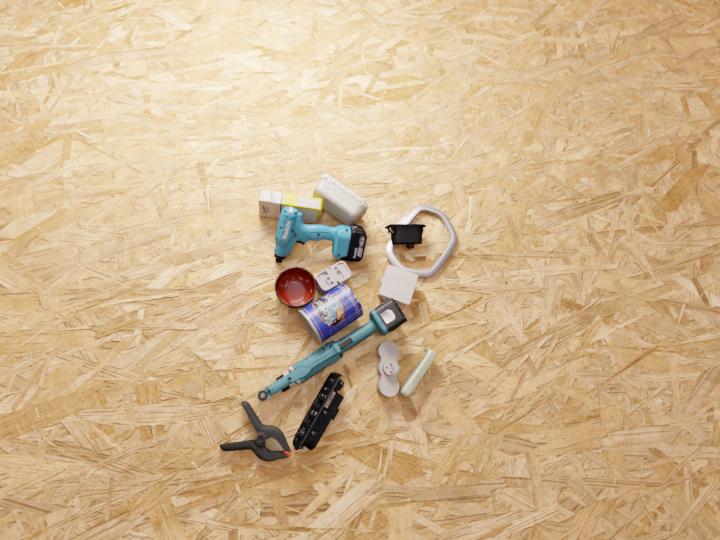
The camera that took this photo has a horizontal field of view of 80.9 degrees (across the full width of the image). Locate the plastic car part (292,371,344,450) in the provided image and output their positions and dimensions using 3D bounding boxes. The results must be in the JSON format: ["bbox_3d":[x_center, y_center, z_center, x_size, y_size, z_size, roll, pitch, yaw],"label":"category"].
[{"bbox_3d":[-0.097,0.355,1.048,0.065,0.069,0.202,44,67,-20],"label":"plastic car part"}]

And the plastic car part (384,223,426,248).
[{"bbox_3d":[0.135,-0.098,1.220,0.115,0.067,0.071,2,86,-10],"label":"plastic car part"}]

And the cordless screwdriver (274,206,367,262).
[{"bbox_3d":[-0.116,-0.076,1.184,0.245,0.076,0.157,13,109,-8],"label":"cordless screwdriver"}]

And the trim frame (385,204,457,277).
[{"bbox_3d":[0.181,-0.088,1.257,0.187,0.027,0.248,35,72,6],"label":"trim frame"}]

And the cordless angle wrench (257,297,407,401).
[{"bbox_3d":[-0.076,0.213,1.091,0.419,0.097,0.076,-31,79,-11],"label":"cordless angle wrench"}]
